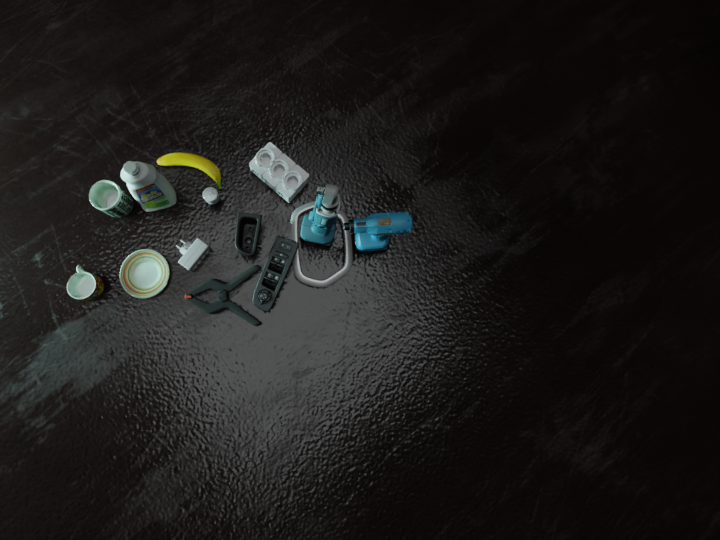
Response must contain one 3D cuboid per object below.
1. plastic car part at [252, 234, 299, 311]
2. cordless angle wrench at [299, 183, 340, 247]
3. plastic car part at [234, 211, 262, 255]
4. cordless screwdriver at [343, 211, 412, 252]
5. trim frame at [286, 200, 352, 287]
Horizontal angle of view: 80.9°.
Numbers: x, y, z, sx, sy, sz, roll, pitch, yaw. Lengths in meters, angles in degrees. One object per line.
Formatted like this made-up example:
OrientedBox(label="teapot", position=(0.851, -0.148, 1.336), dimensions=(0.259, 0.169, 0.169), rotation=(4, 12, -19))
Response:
OrientedBox(label="plastic car part", position=(-0.233, 0.010, 1.143), dimensions=(0.066, 0.067, 0.204), rotation=(22, 79, -3))
OrientedBox(label="cordless angle wrench", position=(-0.087, -0.127, 0.997), dimensions=(0.097, 0.424, 0.075), rotation=(11, 82, -8))
OrientedBox(label="plastic car part", position=(-0.306, -0.093, 1.154), dimensions=(0.065, 0.071, 0.117), rotation=(6, 80, -6))
OrientedBox(label="cordless screwdriver", position=(0.023, -0.097, 1.087), dimensions=(0.158, 0.249, 0.075), rotation=(-4, 84, -8))
OrientedBox(label="trim frame", position=(-0.116, -0.076, 1.186), dimensions=(0.183, 0.027, 0.251), rotation=(-5, 80, -5))
